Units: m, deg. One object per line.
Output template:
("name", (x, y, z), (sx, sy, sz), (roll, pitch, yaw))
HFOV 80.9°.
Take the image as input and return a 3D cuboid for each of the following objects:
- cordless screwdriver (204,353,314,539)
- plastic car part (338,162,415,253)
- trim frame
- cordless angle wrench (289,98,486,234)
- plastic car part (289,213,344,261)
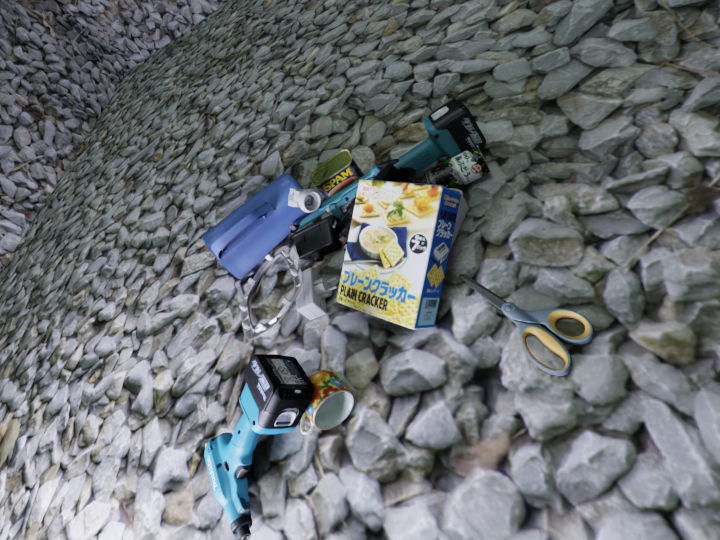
("cordless screwdriver", (-0.156, 0.258, 0.633), (0.248, 0.070, 0.168), (-59, 42, 18))
("plastic car part", (0.019, -0.122, 0.791), (0.204, 0.065, 0.068), (-47, 18, 17))
("trim frame", (-0.181, 0.034, 0.843), (0.184, 0.026, 0.259), (-48, 28, 6))
("cordless angle wrench", (0.032, -0.174, 0.847), (0.430, 0.093, 0.076), (-30, 31, 20))
("plastic car part", (-0.084, -0.055, 0.864), (0.119, 0.062, 0.073), (-25, 62, 23))
